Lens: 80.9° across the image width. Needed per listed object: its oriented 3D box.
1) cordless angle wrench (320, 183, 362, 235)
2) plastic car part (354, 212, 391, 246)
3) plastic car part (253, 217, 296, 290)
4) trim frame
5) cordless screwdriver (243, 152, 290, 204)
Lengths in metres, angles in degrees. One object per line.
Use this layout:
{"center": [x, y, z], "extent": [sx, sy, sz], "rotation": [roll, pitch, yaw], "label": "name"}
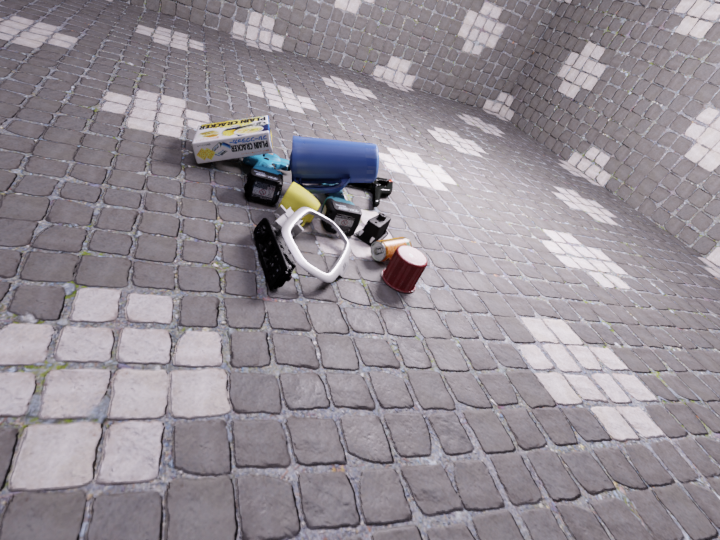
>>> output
{"center": [-0.088, -0.252, 1.271], "extent": [0.095, 0.073, 0.441], "rotation": [9, 33, -20], "label": "cordless angle wrench"}
{"center": [0.046, -0.122, 1.159], "extent": [0.068, 0.070, 0.114], "rotation": [35, 38, 14], "label": "plastic car part"}
{"center": [-0.185, -0.043, 0.928], "extent": [0.064, 0.066, 0.214], "rotation": [9, 34, -38], "label": "plastic car part"}
{"center": [-0.096, -0.063, 0.983], "extent": [0.182, 0.028, 0.249], "rotation": [41, 28, -8], "label": "trim frame"}
{"center": [-0.254, -0.274, 1.204], "extent": [0.154, 0.073, 0.259], "rotation": [10, 32, -19], "label": "cordless screwdriver"}
